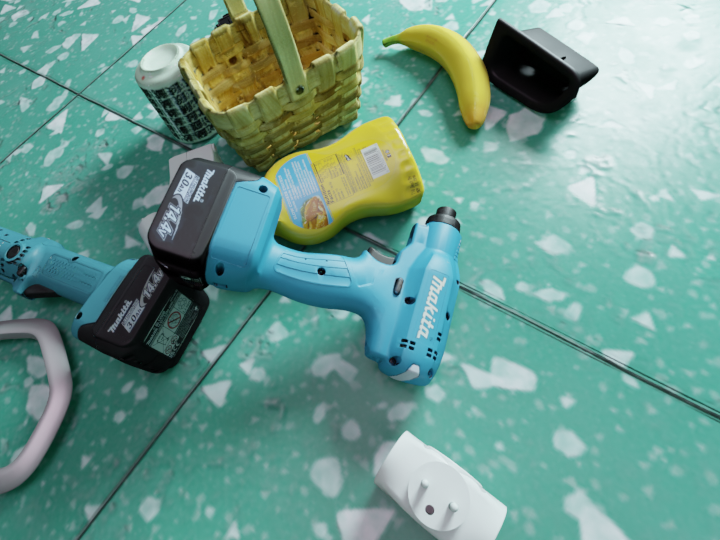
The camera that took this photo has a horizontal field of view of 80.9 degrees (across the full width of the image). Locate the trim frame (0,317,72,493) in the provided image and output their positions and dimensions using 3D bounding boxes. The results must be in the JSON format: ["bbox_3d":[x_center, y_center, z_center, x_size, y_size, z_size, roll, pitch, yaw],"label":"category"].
[{"bbox_3d":[-0.396,0.140,0.420,0.251,0.026,0.190,-9,59,7],"label":"trim frame"}]

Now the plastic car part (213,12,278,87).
[{"bbox_3d":[-0.154,-0.313,0.591,0.066,0.065,0.212,-26,62,-11],"label":"plastic car part"}]

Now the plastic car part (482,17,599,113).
[{"bbox_3d":[0.200,-0.223,0.459,0.070,0.064,0.122,-29,62,-21],"label":"plastic car part"}]

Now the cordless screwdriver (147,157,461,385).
[{"bbox_3d":[-0.035,-0.023,0.360,0.248,0.074,0.160,21,66,-1],"label":"cordless screwdriver"}]

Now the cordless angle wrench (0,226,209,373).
[{"bbox_3d":[-0.363,-0.006,0.469,0.440,0.071,0.098,15,66,23],"label":"cordless angle wrench"}]
